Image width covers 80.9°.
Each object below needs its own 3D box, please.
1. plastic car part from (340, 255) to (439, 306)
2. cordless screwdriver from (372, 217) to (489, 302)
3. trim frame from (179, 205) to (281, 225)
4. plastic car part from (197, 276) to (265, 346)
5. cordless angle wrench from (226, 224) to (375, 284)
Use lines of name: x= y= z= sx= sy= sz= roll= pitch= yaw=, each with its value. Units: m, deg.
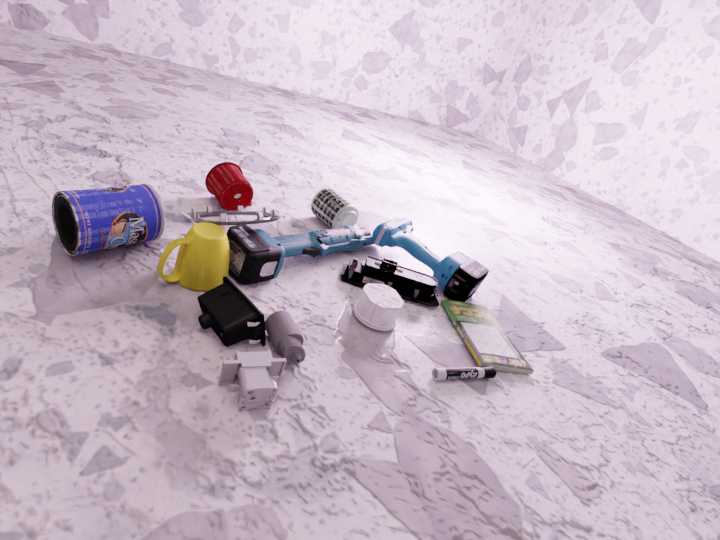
plastic car part: x=0.066 y=0.014 z=0.846 sx=0.203 sy=0.066 sz=0.067 roll=21 pitch=21 yaw=-1
cordless screwdriver: x=0.159 y=-0.040 z=0.951 sx=0.259 sy=0.074 sz=0.154 roll=36 pitch=32 yaw=20
trim frame: x=-0.256 y=-0.110 z=0.824 sx=0.179 sy=0.027 sz=0.260 roll=-6 pitch=15 yaw=-22
plastic car part: x=-0.196 y=0.066 z=0.615 sx=0.069 sy=0.064 sz=0.123 roll=-27 pitch=47 yaw=-35
cordless angle wrench: x=-0.086 y=-0.056 z=0.875 sx=0.103 sy=0.074 sz=0.405 roll=40 pitch=33 yaw=29
